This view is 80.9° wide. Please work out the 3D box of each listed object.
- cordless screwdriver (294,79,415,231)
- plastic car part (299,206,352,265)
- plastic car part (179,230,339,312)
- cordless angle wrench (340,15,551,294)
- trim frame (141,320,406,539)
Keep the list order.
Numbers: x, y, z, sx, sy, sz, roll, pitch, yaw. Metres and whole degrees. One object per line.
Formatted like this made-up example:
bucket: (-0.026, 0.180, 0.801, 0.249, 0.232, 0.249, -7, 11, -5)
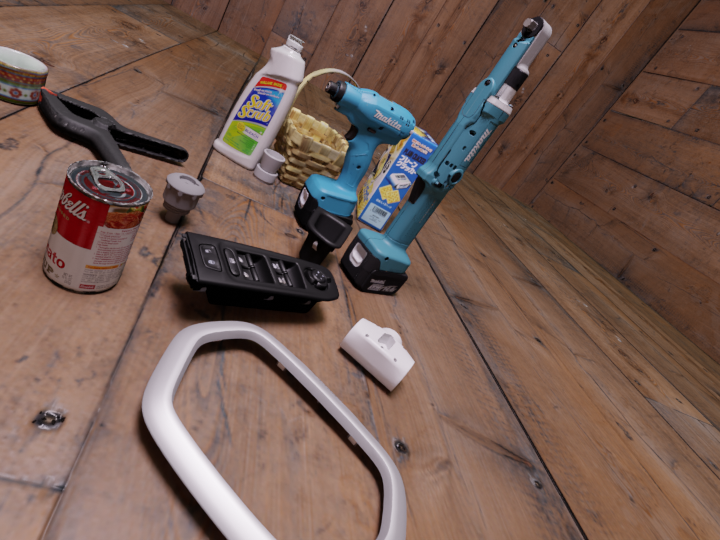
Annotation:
cordless screwdriver: (-0.036, -0.181, 0.705, 0.152, 0.248, 0.078, 18, 28, -30)
plastic car part: (-0.061, -0.040, 0.626, 0.066, 0.071, 0.117, 31, 24, -4)
plastic car part: (-0.107, 0.016, 0.472, 0.192, 0.067, 0.070, 8, 34, -42)
cordless angle wrench: (0.118, -0.145, 0.604, 0.093, 0.423, 0.078, 12, 32, -41)
trim frame: (-0.064, 0.133, 0.346, 0.256, 0.027, 0.179, 39, 25, 15)
